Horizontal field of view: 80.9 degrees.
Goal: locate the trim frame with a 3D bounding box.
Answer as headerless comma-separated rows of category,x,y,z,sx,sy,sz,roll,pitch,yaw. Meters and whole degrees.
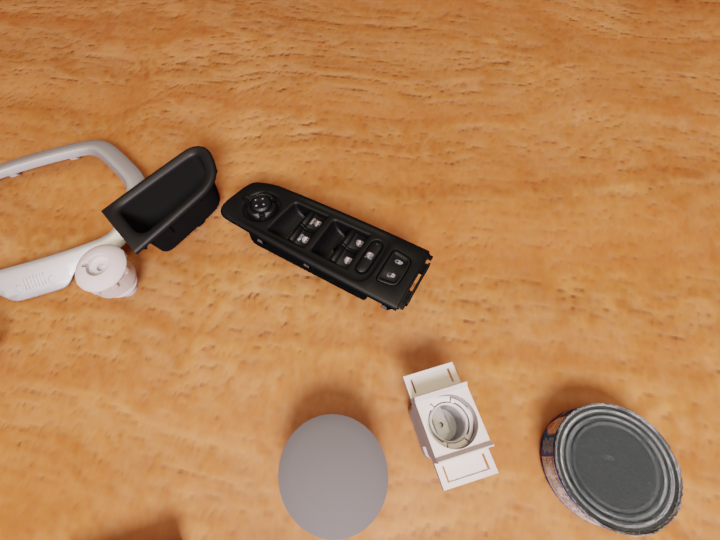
trim frame,-0.357,-0.059,0.469,0.247,0.027,0.191,-17,64,-4

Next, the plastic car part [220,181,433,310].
plastic car part,-0.040,-0.026,0.405,0.209,0.065,0.066,28,69,16

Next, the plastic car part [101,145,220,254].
plastic car part,-0.186,-0.064,0.434,0.115,0.069,0.068,-42,71,-15
